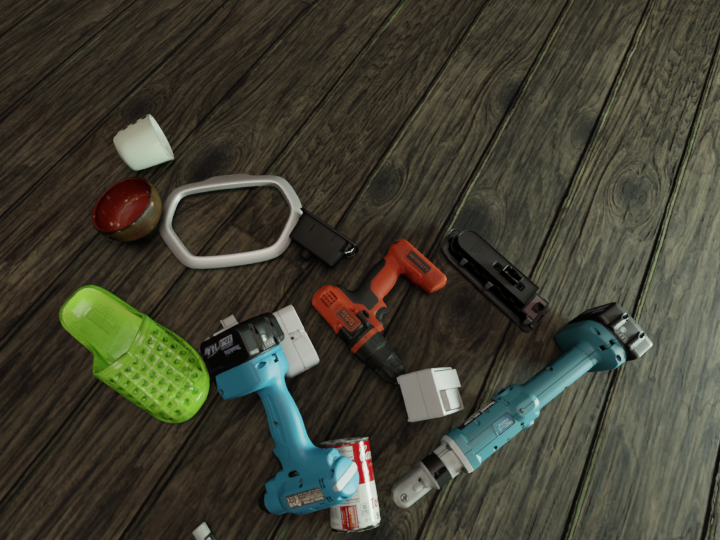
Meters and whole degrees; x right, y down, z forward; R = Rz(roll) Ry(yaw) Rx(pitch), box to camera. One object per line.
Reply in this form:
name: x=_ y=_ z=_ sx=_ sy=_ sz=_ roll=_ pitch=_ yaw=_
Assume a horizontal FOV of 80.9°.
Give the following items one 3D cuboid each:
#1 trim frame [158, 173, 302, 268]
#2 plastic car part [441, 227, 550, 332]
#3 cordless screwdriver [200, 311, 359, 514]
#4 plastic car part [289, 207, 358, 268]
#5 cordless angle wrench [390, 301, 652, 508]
trim frame: x=-0.225 y=-0.093 z=0.737 sx=0.247 sy=0.027 sz=0.189 roll=-9 pitch=69 yaw=-4
plastic car part: x=0.220 y=0.005 z=0.693 sx=0.066 sy=0.065 sz=0.210 roll=-43 pitch=72 yaw=-11
cordless screwdriver: x=-0.124 y=0.192 z=0.550 sx=0.162 sy=0.072 sz=0.253 roll=-36 pitch=79 yaw=29
plastic car part: x=-0.069 y=-0.045 z=0.708 sx=0.120 sy=0.064 sz=0.071 roll=32 pitch=84 yaw=12
cordless angle wrench: x=0.217 y=0.194 z=0.598 sx=0.419 sy=0.096 sz=0.076 roll=-33 pitch=78 yaw=-11
